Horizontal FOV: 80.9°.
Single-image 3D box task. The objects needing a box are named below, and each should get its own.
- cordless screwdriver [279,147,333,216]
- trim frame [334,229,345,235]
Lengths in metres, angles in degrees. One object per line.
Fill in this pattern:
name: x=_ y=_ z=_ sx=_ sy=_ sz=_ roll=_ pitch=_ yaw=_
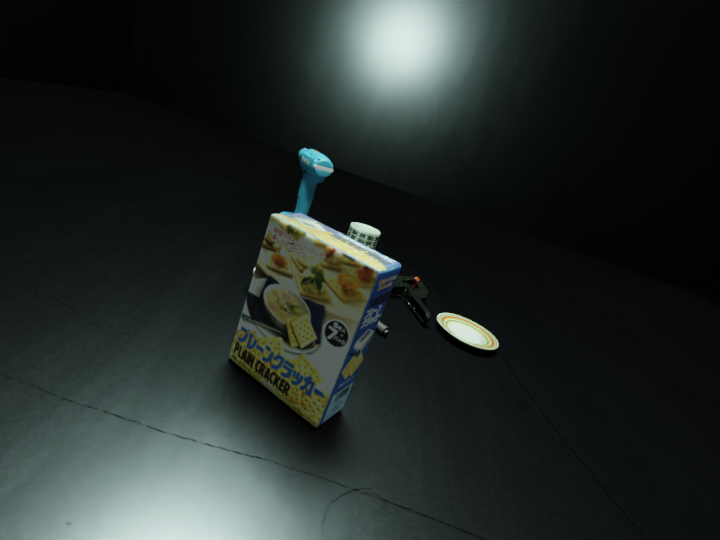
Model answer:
cordless screwdriver: x=-0.148 y=-0.173 z=1.032 sx=0.071 sy=0.247 sz=0.168 roll=10 pitch=21 yaw=-30
trim frame: x=-0.132 y=-0.109 z=1.208 sx=0.245 sy=0.027 sz=0.188 roll=16 pitch=19 yaw=-9
